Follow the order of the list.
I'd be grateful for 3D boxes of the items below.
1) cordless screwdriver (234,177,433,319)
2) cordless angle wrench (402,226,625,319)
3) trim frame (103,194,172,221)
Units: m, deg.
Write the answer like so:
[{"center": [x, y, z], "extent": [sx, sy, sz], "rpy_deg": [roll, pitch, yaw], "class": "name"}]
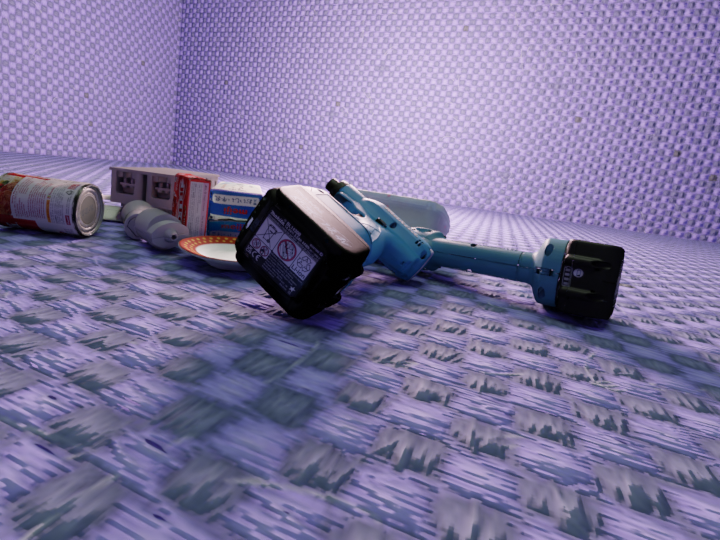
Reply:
[{"center": [-0.026, -0.046, 0.433], "extent": [0.164, 0.074, 0.240], "rpy_deg": [44, 23, 16], "class": "cordless screwdriver"}, {"center": [0.083, -0.028, 0.555], "extent": [0.445, 0.074, 0.093], "rpy_deg": [13, 6, 35], "class": "cordless angle wrench"}, {"center": [-0.393, -0.106, 0.727], "extent": [0.246, 0.027, 0.188], "rpy_deg": [7, 12, -7], "class": "trim frame"}]
